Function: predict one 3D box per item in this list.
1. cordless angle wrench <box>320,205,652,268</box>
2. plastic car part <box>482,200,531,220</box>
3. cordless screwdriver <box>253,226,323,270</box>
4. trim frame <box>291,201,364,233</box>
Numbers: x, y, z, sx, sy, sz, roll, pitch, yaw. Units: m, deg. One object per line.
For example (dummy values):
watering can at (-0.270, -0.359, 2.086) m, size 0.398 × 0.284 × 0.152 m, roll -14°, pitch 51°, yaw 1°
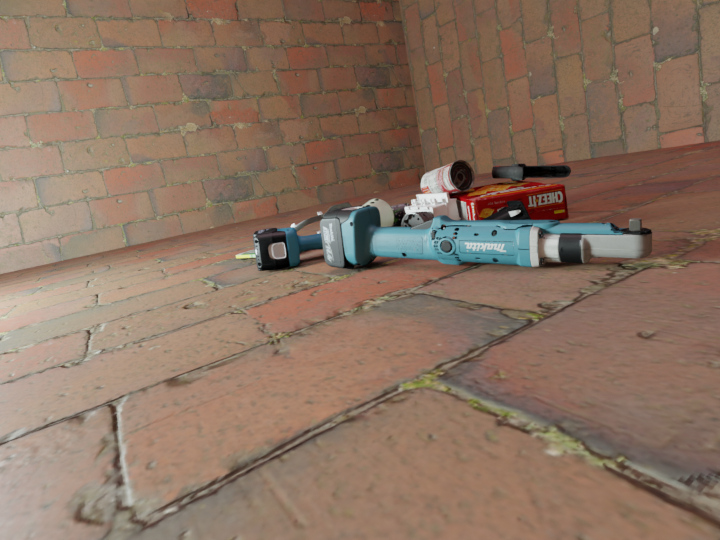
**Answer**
cordless angle wrench at (0.126, -0.041, 0.572) m, size 0.445 × 0.096 × 0.072 m, roll 5°, pitch 17°, yaw 40°
plastic car part at (0.232, -0.074, 0.690) m, size 0.072 × 0.065 × 0.116 m, roll -23°, pitch 6°, yaw 10°
cordless screwdriver at (-0.080, -0.052, 0.819) m, size 0.246 × 0.073 × 0.163 m, roll -9°, pitch 11°, yaw -10°
trim frame at (-0.095, -0.120, 1.086) m, size 0.239 × 0.028 × 0.188 m, roll -18°, pitch -10°, yaw -37°
